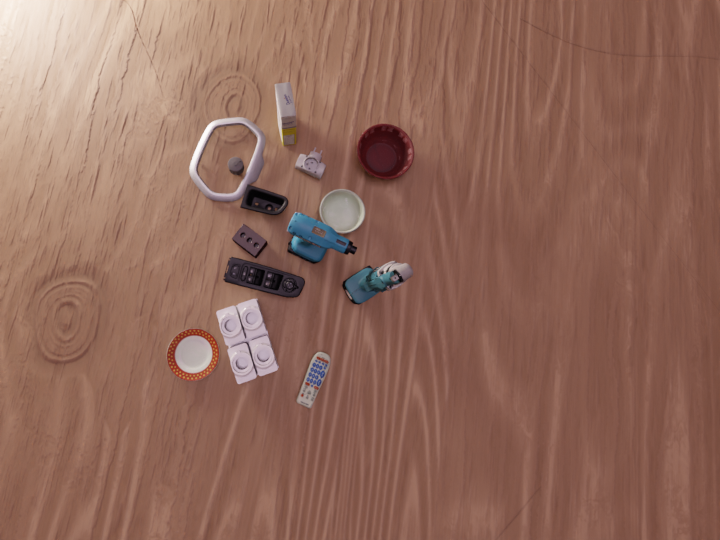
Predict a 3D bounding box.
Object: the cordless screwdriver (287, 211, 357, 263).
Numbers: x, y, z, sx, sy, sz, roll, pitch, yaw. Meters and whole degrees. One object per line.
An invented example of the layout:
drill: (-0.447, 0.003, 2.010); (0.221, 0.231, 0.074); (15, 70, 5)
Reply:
cordless screwdriver: (-0.101, -0.066, 1.031); (0.158, 0.250, 0.074); (25, 80, -6)

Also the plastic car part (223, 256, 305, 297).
plastic car part: (-0.246, 0.023, 1.095); (0.202, 0.067, 0.067); (15, 81, -3)

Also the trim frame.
trim frame: (-0.360, -0.306, 1.158); (0.183, 0.027, 0.249); (20, 79, -2)

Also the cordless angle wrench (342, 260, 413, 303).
cordless angle wrench: (0.041, 0.021, 0.942); (0.097, 0.425, 0.074); (-32, 91, -12)

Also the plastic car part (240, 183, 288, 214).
plastic car part: (-0.252, -0.175, 1.125); (0.116, 0.071, 0.066); (16, 81, -4)
